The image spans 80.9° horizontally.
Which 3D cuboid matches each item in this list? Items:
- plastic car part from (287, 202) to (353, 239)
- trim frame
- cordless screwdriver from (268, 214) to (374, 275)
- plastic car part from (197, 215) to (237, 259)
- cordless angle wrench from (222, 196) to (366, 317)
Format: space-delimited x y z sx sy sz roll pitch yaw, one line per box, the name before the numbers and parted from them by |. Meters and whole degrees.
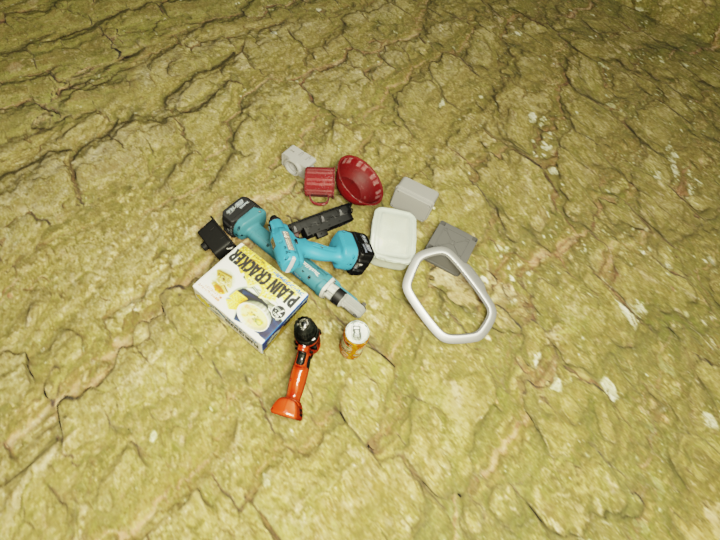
plastic car part | -0.097 -0.125 1.109 0.199 0.066 0.069 -28 76 -21
trim frame | 0.212 0.058 1.009 0.183 0.027 0.254 -35 77 -9
cordless screwdriver | -0.099 -0.065 1.012 0.238 0.074 0.167 2 45 -31
plastic car part | -0.362 -0.073 1.056 0.070 0.064 0.121 -42 67 -13
cordless angle wrench | -0.163 -0.024 1.036 0.435 0.073 0.097 37 59 14
